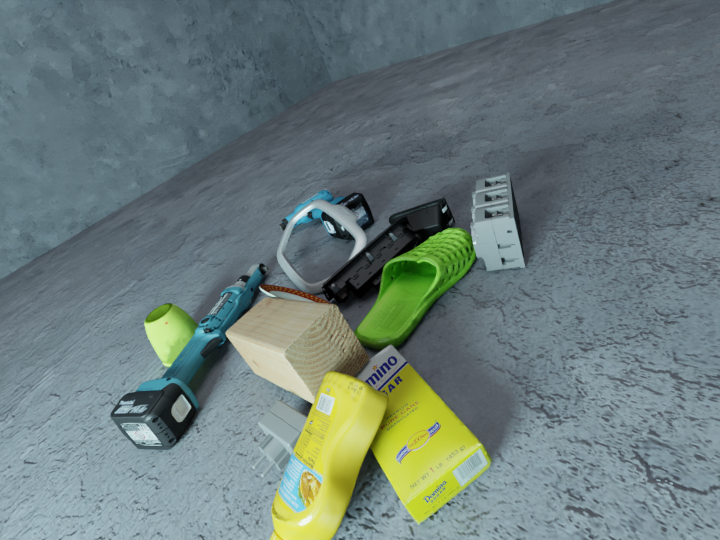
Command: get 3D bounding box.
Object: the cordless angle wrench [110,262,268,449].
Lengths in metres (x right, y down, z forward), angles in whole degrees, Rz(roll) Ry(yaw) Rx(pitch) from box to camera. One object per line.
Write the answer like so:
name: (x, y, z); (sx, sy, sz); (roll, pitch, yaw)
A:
cordless angle wrench: (-0.269, 0.112, 0.769); (0.101, 0.071, 0.426); (-12, 30, 22)

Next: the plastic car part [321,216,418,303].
plastic car part: (0.026, -0.014, 0.729); (0.202, 0.063, 0.071); (-45, 56, -13)

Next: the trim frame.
trim frame: (-0.083, -0.055, 0.853); (0.184, 0.026, 0.263); (-51, 43, 3)

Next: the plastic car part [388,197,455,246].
plastic car part: (0.113, -0.079, 0.794); (0.120, 0.062, 0.073); (-16, 44, 23)

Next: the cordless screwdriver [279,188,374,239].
cordless screwdriver: (-0.090, -0.127, 1.004); (0.157, 0.071, 0.261); (-36, 28, -17)
